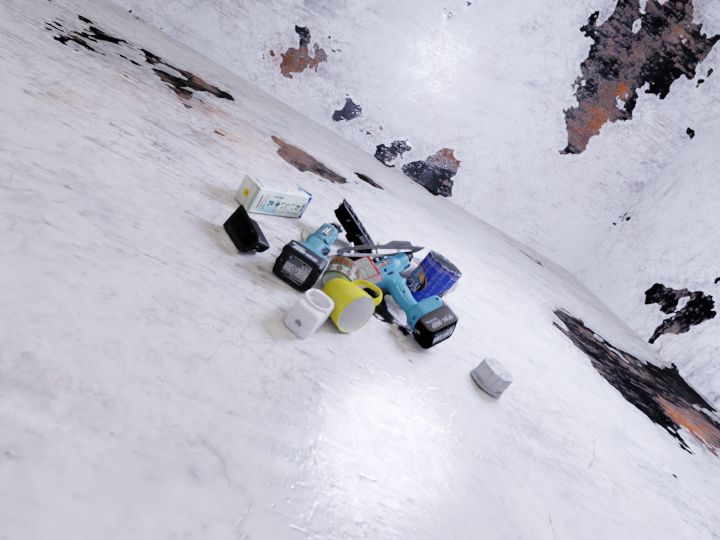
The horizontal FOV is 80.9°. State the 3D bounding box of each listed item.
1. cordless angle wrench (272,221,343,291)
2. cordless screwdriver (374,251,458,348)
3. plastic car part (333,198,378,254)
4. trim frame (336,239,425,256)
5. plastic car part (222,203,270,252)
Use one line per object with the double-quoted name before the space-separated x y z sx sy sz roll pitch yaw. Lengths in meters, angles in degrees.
"cordless angle wrench" -0.103 -0.068 1.058 0.098 0.074 0.423 32 20 -3
"cordless screwdriver" 0.130 0.055 1.014 0.156 0.072 0.262 -27 53 -24
"plastic car part" -0.017 -0.118 1.217 0.194 0.068 0.067 60 22 -28
"trim frame" 0.051 -0.056 1.112 0.238 0.028 0.191 2 -6 -30
"plastic car part" -0.237 -0.076 0.918 0.122 0.066 0.067 51 13 31
